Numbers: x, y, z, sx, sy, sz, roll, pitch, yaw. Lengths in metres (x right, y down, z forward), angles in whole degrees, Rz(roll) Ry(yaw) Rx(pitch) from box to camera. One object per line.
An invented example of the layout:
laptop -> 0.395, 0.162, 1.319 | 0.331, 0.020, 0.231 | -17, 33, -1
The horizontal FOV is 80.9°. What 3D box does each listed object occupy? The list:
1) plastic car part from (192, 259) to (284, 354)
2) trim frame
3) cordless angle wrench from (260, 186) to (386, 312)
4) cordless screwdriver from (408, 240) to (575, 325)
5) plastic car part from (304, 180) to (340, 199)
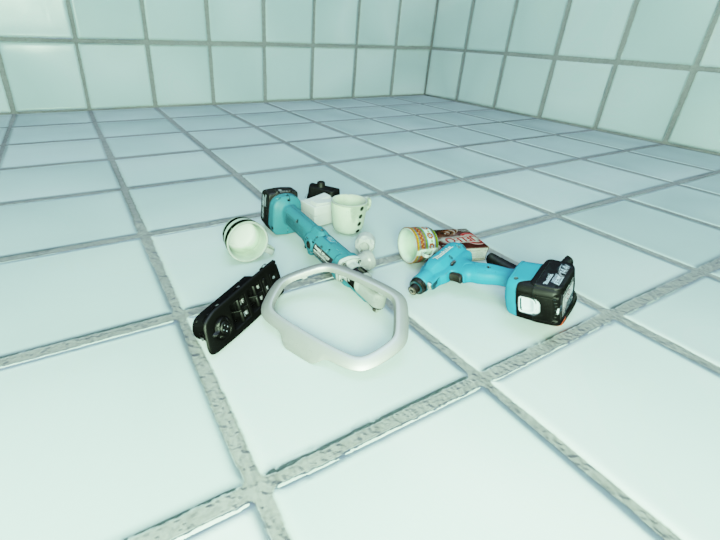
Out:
plastic car part -> -0.199, 0.053, 0.681 | 0.069, 0.064, 0.202 | 2, 28, 18
trim frame -> -0.042, 0.064, 0.664 | 0.261, 0.026, 0.182 | 23, 50, 29
cordless angle wrench -> -0.084, -0.055, 0.855 | 0.072, 0.096, 0.448 | -11, 35, -32
cordless screwdriver -> 0.218, 0.023, 0.732 | 0.263, 0.072, 0.156 | 18, 42, 43
plastic car part -> -0.101, -0.202, 1.129 | 0.122, 0.069, 0.064 | 22, 32, 24
